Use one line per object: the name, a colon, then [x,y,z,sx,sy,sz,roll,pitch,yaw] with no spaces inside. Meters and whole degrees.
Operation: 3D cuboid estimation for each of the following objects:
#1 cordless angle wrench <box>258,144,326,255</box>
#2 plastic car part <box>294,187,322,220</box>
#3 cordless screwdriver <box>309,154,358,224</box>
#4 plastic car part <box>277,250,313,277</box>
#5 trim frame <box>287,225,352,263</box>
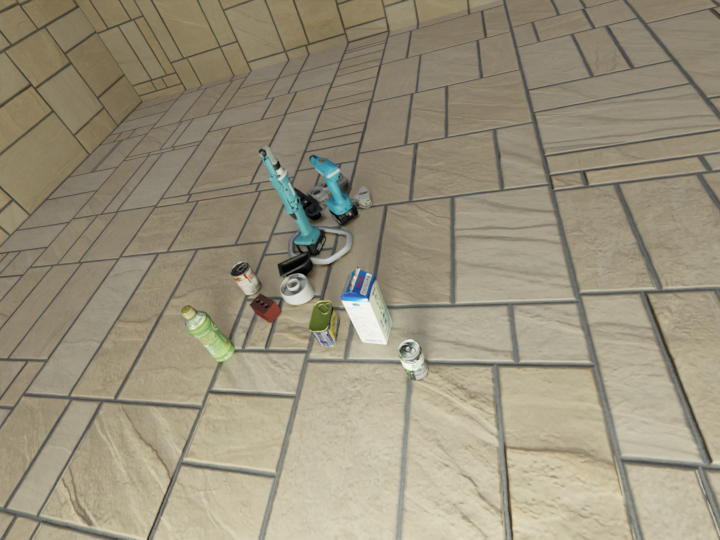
cordless angle wrench: [-0.220,-0.219,1.342,0.077,0.403,0.098,4,49,26]
plastic car part: [-0.215,-0.244,1.612,0.066,0.064,0.215,-39,45,-15]
cordless screwdriver: [-0.101,-0.287,1.474,0.074,0.237,0.168,-34,44,-12]
plastic car part: [-0.202,-0.005,1.373,0.117,0.067,0.069,-23,43,2]
trim frame: [-0.143,-0.093,1.461,0.260,0.026,0.185,7,52,30]
